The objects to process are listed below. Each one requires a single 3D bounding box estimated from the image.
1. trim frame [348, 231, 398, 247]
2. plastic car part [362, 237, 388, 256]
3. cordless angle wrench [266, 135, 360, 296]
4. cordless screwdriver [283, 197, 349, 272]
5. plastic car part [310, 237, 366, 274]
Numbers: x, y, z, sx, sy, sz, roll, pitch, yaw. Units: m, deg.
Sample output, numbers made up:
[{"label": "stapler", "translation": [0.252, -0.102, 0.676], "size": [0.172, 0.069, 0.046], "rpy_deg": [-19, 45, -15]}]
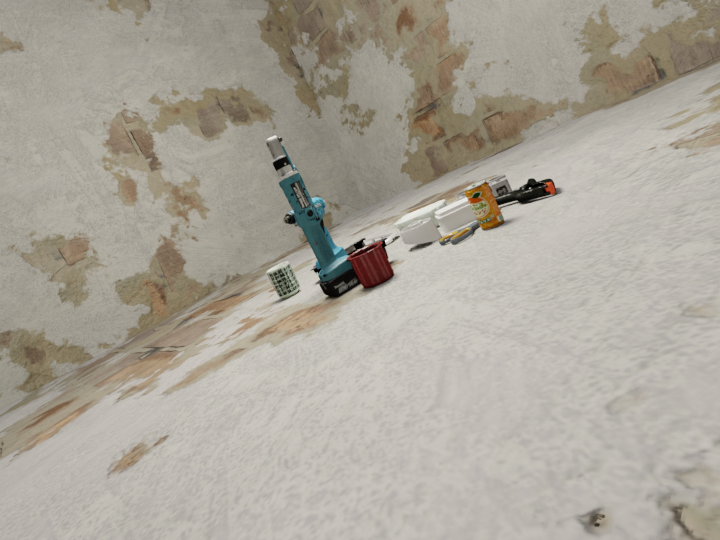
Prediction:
[{"label": "trim frame", "translation": [0.030, -0.092, 1.513], "size": [0.180, 0.027, 0.257], "rpy_deg": [-33, 13, -34]}, {"label": "plastic car part", "translation": [0.038, -0.035, 1.105], "size": [0.068, 0.070, 0.115], "rpy_deg": [-22, 10, 27]}, {"label": "cordless angle wrench", "translation": [-0.132, -0.138, 1.057], "size": [0.096, 0.419, 0.076], "rpy_deg": [-28, 6, -23]}, {"label": "cordless screwdriver", "translation": [-0.116, -0.076, 1.190], "size": [0.077, 0.246, 0.155], "rpy_deg": [-22, 8, 39]}, {"label": "plastic car part", "translation": [-0.066, -0.034, 1.358], "size": [0.202, 0.066, 0.067], "rpy_deg": [-27, 8, -5]}]
